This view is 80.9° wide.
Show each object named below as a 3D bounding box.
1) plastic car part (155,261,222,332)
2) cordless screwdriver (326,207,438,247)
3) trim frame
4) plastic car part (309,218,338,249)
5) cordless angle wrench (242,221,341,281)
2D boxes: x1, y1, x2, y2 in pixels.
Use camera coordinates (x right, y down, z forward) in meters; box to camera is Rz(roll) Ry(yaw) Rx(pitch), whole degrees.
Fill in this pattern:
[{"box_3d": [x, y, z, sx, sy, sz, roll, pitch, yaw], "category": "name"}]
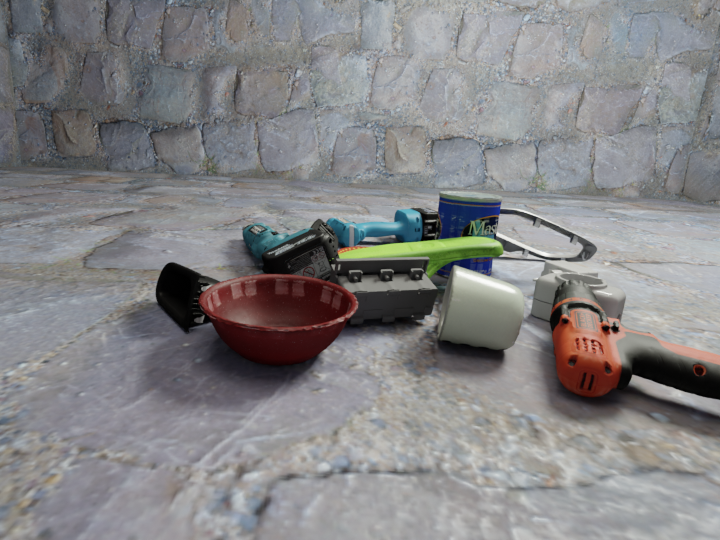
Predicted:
[{"box_3d": [-0.201, 0.027, 0.523, 0.067, 0.066, 0.123, 11, 4, -40], "category": "plastic car part"}, {"box_3d": [0.047, -0.103, 0.983, 0.243, 0.073, 0.166, -6, 17, -16], "category": "cordless screwdriver"}, {"box_3d": [0.316, -0.063, 0.803, 0.245, 0.028, 0.186, 22, -9, -9], "category": "trim frame"}, {"box_3d": [-0.078, -0.051, 0.797, 0.065, 0.067, 0.205, 37, 15, -9], "category": "plastic car part"}, {"box_3d": [-0.156, -0.044, 0.730, 0.096, 0.072, 0.442, -27, 22, -17], "category": "cordless angle wrench"}]
